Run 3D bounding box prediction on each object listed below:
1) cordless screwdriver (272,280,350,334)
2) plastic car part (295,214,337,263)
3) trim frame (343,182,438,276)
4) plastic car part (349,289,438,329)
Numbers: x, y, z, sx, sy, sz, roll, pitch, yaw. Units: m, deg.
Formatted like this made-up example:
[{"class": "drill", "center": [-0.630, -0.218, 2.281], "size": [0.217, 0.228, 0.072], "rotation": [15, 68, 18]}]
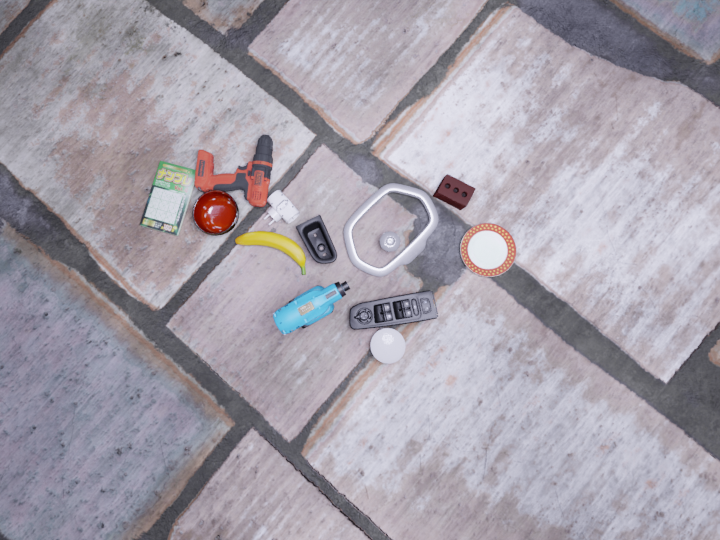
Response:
[{"class": "cordless screwdriver", "center": [-0.094, 0.070, 0.920], "size": [0.159, 0.247, 0.075], "rotation": [-30, 88, -1]}, {"class": "plastic car part", "center": [-0.100, -0.065, 1.023], "size": [0.066, 0.070, 0.118], "rotation": [-26, 84, -1]}, {"class": "trim frame", "center": [0.073, -0.100, 1.035], "size": [0.248, 0.027, 0.187], "rotation": [-45, 83, -1]}, {"class": "plastic car part", "center": [0.072, 0.095, 0.996], "size": [0.204, 0.066, 0.067], "rotation": [-10, 86, 3]}]
